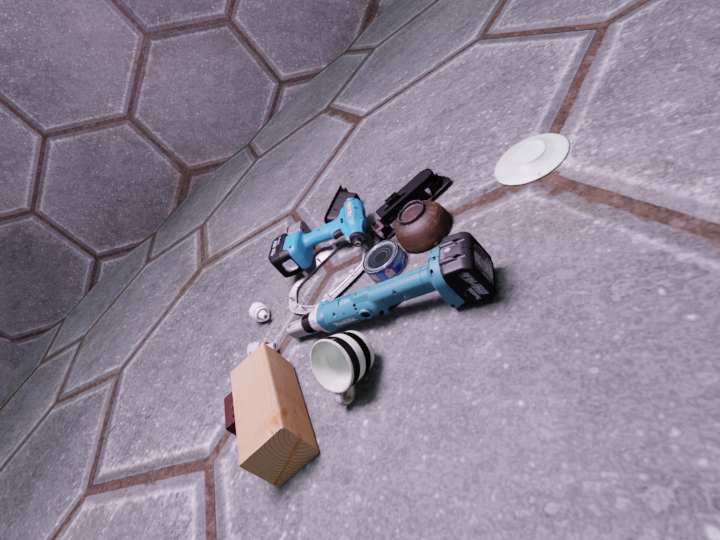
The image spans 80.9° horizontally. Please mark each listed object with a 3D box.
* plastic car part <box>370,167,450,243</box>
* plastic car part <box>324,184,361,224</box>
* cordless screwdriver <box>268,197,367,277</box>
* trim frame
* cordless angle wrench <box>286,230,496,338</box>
[{"bbox_3d":[0.097,-0.148,0.912,0.204,0.064,0.069,-38,23,5],"label":"plastic car part"},{"bbox_3d":[-0.036,-0.156,1.076,0.074,0.062,0.117,3,56,34],"label":"plastic car part"},{"bbox_3d":[-0.096,-0.063,0.978,0.253,0.071,0.164,-28,35,19],"label":"cordless screwdriver"},{"bbox_3d":[-0.072,0.002,0.957,0.248,0.026,0.193,-45,31,2],"label":"trim frame"},{"bbox_3d":[0.015,0.056,0.740,0.436,0.093,0.076,-23,39,36],"label":"cordless angle wrench"}]
